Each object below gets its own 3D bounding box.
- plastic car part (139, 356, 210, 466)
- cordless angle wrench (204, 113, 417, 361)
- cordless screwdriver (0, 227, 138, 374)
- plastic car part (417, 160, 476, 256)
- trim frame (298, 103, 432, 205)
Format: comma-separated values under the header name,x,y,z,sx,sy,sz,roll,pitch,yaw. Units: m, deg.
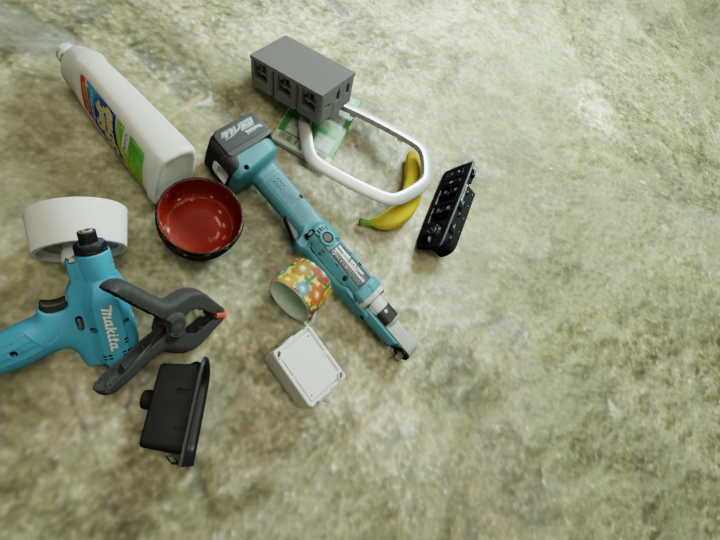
name,x,y,z,sx,sy,sz,roll,pitch,yaw
plastic car part,-0.217,0.159,0.486,0.070,0.065,0.119,3,64,-7
cordless angle wrench,-0.061,-0.040,0.624,0.096,0.075,0.424,-40,89,-30
cordless screwdriver,-0.363,0.054,0.418,0.241,0.078,0.155,-16,117,-28
plastic car part,0.156,-0.101,0.744,0.064,0.069,0.203,50,54,-30
trim frame,0.010,-0.203,0.715,0.248,0.027,0.185,25,61,-1
